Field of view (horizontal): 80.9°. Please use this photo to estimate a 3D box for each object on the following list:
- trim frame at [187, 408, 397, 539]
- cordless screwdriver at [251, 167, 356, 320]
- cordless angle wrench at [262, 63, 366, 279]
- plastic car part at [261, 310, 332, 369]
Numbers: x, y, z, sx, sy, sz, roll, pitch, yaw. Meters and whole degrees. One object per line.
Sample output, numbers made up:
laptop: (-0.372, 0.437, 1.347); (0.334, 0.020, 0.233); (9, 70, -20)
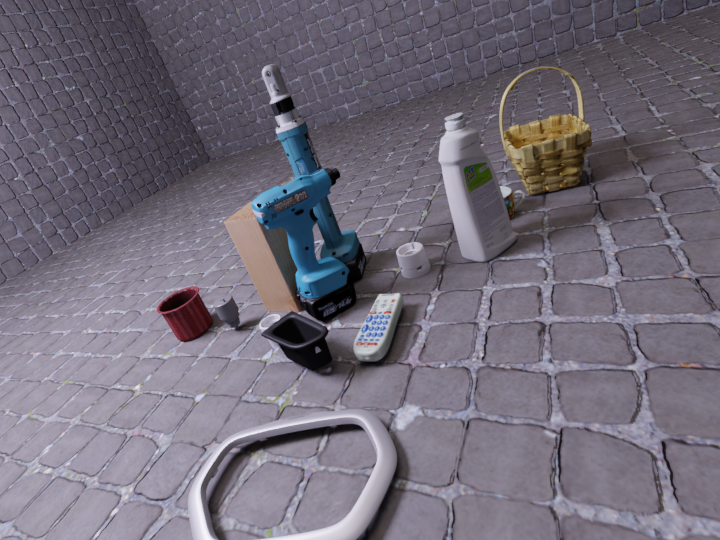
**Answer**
trim frame: (-0.080, 0.229, 0.475); (0.252, 0.026, 0.188); (-17, 27, 10)
cordless screwdriver: (-0.072, -0.047, 0.740); (0.157, 0.240, 0.078); (-29, 25, -17)
cordless angle wrench: (-0.091, -0.171, 0.794); (0.076, 0.409, 0.099); (-13, 24, 18)
plastic car part: (-0.087, 0.116, 0.642); (0.065, 0.068, 0.123); (-36, 29, -29)
